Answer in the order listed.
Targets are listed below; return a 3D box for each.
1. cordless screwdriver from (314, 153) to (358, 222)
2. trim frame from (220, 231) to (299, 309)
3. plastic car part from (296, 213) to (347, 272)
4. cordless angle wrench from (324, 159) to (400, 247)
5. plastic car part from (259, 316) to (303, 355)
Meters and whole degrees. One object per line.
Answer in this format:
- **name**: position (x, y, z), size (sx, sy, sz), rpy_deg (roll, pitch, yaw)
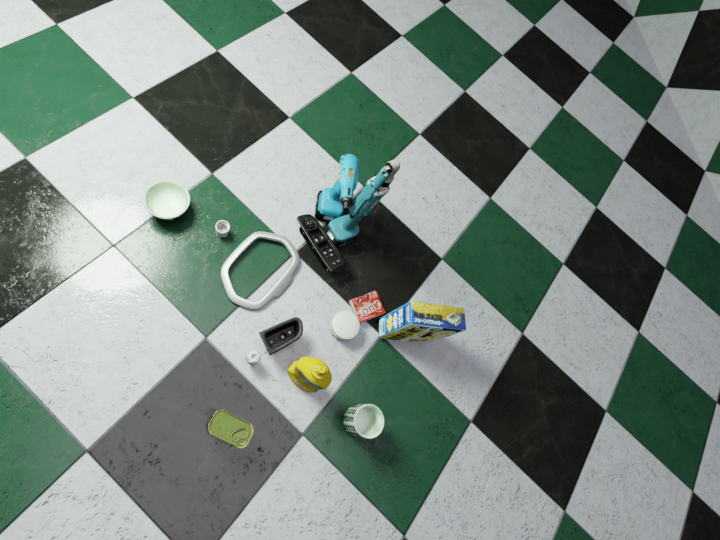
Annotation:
- **cordless screwdriver**: position (-0.069, -0.209, 1.236), size (0.072, 0.250, 0.162), rpy_deg (11, 67, -17)
- **trim frame**: position (-0.284, -0.004, 1.210), size (0.184, 0.027, 0.247), rpy_deg (36, 63, 0)
- **plastic car part**: position (-0.124, -0.081, 1.268), size (0.065, 0.067, 0.207), rpy_deg (-27, 78, -26)
- **cordless angle wrench**: position (0.007, -0.178, 1.147), size (0.095, 0.426, 0.075), rpy_deg (-25, 82, -27)
- **plastic car part**: position (-0.210, 0.176, 1.132), size (0.114, 0.071, 0.067), rpy_deg (-24, 79, -25)
